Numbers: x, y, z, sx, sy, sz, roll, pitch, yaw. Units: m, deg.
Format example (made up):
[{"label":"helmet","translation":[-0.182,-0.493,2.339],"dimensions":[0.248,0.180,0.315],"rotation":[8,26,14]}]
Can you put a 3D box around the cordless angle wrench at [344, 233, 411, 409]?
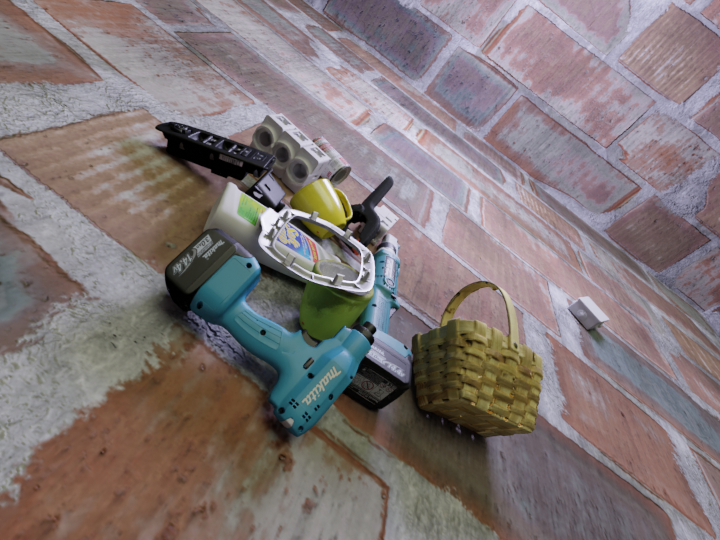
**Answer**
[{"label":"cordless angle wrench","translation":[0.036,0.040,0.735],"dimensions":[0.096,0.075,0.428],"rotation":[33,30,-12]}]

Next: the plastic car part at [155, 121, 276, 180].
[{"label":"plastic car part","translation":[-0.253,-0.204,0.732],"dimensions":[0.202,0.066,0.067],"rotation":[23,39,-2]}]

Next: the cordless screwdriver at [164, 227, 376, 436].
[{"label":"cordless screwdriver","translation":[-0.107,0.052,0.515],"dimensions":[0.252,0.074,0.157],"rotation":[44,64,6]}]

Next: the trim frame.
[{"label":"trim frame","translation":[-0.061,-0.040,0.620],"dimensions":[0.183,0.027,0.251],"rotation":[24,23,-4]}]

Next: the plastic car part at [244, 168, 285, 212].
[{"label":"plastic car part","translation":[-0.168,-0.134,0.766],"dimensions":[0.069,0.067,0.117],"rotation":[49,26,-14]}]
